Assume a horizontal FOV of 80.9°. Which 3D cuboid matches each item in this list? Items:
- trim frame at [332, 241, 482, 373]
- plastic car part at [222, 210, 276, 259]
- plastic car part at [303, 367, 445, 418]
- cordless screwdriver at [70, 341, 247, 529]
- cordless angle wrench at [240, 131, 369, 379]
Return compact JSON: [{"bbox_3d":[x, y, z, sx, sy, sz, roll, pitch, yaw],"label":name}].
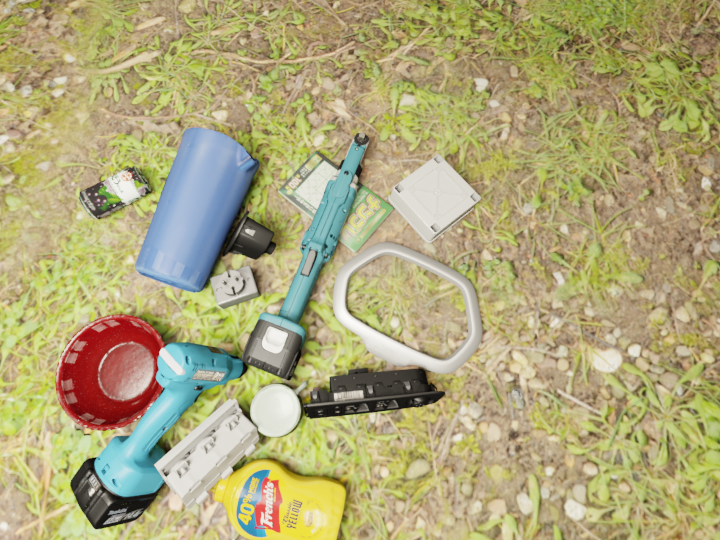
[{"bbox_3d":[0.075,0.058,0.681,0.251,0.027,0.185,25,73,6],"label":"trim frame"},{"bbox_3d":[-0.172,-0.048,0.677,0.068,0.120,0.066,27,73,-21],"label":"plastic car part"},{"bbox_3d":[0.018,0.180,0.627,0.203,0.064,0.069,-2,48,0],"label":"plastic car part"},{"bbox_3d":[-0.264,0.215,0.585,0.078,0.151,0.248,32,87,27],"label":"cordless screwdriver"},{"bbox_3d":[-0.066,-0.043,0.676,0.075,0.096,0.426,20,72,2],"label":"cordless angle wrench"}]
